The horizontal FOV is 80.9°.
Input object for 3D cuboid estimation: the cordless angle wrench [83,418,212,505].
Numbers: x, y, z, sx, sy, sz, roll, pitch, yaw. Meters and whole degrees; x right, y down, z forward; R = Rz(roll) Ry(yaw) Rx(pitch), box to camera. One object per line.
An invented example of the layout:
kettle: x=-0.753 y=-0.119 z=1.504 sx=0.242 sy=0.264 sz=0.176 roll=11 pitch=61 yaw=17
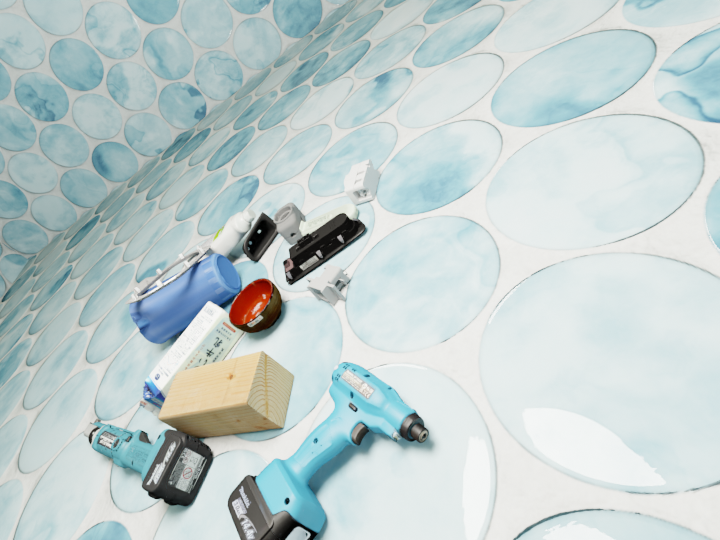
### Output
cordless angle wrench: x=-0.436 y=0.334 z=0.797 sx=0.441 sy=0.070 sz=0.099 roll=-8 pitch=48 yaw=40

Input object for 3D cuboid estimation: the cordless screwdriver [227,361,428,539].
cordless screwdriver: x=-0.038 y=0.243 z=0.526 sx=0.247 sy=0.071 sz=0.168 roll=-49 pitch=37 yaw=-16

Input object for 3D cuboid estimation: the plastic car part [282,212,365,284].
plastic car part: x=-0.086 y=-0.056 z=0.878 sx=0.205 sy=0.064 sz=0.069 roll=-30 pitch=30 yaw=11

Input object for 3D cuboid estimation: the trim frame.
trim frame: x=-0.444 y=0.003 z=0.982 sx=0.188 sy=0.027 sz=0.252 roll=-24 pitch=23 yaw=18

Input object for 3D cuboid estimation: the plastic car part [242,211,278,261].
plastic car part: x=-0.262 y=-0.079 z=1.065 sx=0.074 sy=0.063 sz=0.116 roll=-4 pitch=52 yaw=60
